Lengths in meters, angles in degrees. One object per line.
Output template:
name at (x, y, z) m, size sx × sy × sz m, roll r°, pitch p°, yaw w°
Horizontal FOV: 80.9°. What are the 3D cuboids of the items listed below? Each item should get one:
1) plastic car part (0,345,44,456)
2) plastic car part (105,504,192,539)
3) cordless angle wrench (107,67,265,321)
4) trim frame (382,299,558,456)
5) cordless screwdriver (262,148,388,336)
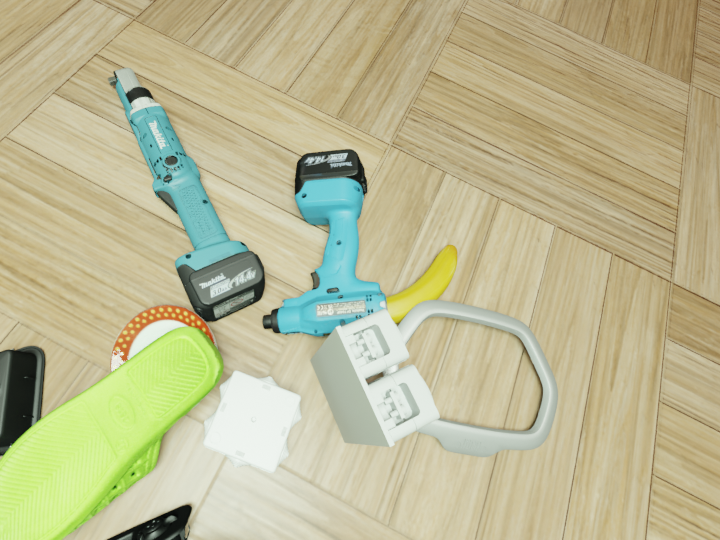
plastic car part at (-0.384, 0.135, 0.448) m, size 0.065 × 0.071 × 0.119 m, roll -3°, pitch 71°, yaw -14°
plastic car part at (-0.253, 0.300, 0.400) m, size 0.199 × 0.067 × 0.068 m, roll -25°, pitch 84°, yaw -19°
cordless angle wrench at (-0.261, -0.135, 0.590) m, size 0.096 × 0.073 × 0.437 m, roll -25°, pitch 70°, yaw -20°
trim frame at (0.143, 0.136, 0.542) m, size 0.243 × 0.028 × 0.187 m, roll 13°, pitch 68°, yaw -11°
cordless screwdriver at (-0.056, -0.036, 0.570) m, size 0.161 × 0.071 × 0.255 m, roll -9°, pitch 68°, yaw 8°
